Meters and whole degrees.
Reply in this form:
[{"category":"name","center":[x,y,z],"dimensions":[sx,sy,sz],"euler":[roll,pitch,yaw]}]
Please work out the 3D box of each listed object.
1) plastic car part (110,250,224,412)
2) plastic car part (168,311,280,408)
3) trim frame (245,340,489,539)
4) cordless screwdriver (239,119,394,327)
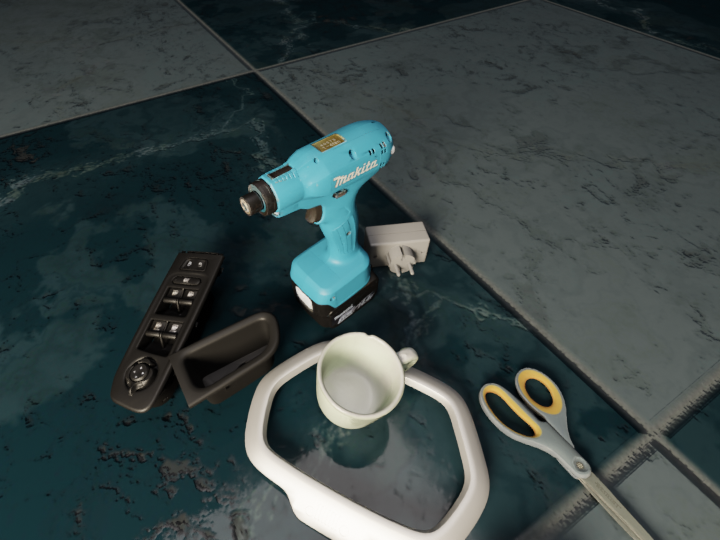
[{"category":"plastic car part","center":[-0.219,0.070,0.495],"dimensions":[0.067,0.065,0.207],"euler":[8,49,5]},{"category":"plastic car part","center":[-0.136,0.103,0.462],"dimensions":[0.114,0.069,0.069],"euler":[-26,54,-22]},{"category":"trim frame","center":[0.002,0.167,0.430],"dimensions":[0.257,0.027,0.184],"euler":[19,51,17]},{"category":"cordless screwdriver","center":[-0.045,-0.030,0.463],"dimensions":[0.156,0.241,0.078],"euler":[-32,58,-27]}]
